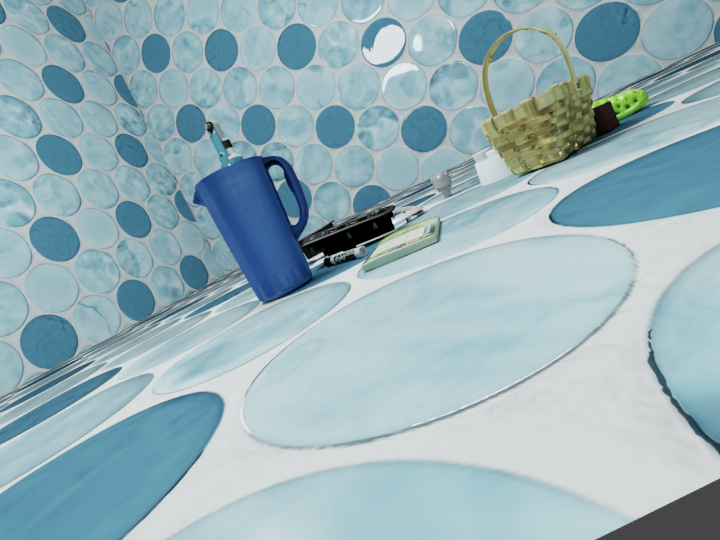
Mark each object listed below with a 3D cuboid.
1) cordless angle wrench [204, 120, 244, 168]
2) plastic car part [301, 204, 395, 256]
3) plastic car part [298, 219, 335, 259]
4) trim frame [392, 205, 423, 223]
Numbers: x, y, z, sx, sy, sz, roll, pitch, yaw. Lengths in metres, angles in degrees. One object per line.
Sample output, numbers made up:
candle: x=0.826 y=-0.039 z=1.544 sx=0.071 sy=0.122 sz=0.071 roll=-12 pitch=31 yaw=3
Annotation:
cordless angle wrench: x=-0.278 y=-0.180 z=1.058 sx=0.076 sy=0.420 sz=0.096 roll=-24 pitch=4 yaw=29
plastic car part: x=-0.016 y=-0.074 z=0.855 sx=0.204 sy=0.066 sz=0.066 roll=-25 pitch=6 yaw=7
plastic car part: x=-0.101 y=-0.066 z=1.032 sx=0.117 sy=0.070 sz=0.066 roll=-25 pitch=6 yaw=6
trim frame: x=0.058 y=-0.115 z=1.004 sx=0.183 sy=0.027 sz=0.252 roll=-27 pitch=9 yaw=-6
